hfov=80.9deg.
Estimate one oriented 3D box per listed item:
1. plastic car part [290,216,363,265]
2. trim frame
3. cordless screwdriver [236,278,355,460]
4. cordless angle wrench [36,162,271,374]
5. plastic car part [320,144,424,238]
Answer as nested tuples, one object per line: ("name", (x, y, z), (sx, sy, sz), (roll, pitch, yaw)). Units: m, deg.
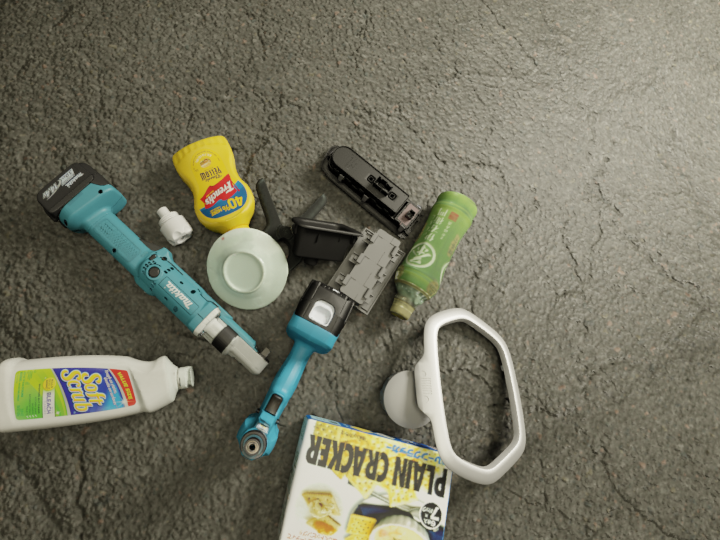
("plastic car part", (-0.065, -0.043, 0.670), (0.111, 0.070, 0.070), (2, 107, -36))
("trim frame", (0.164, 0.177, 0.630), (0.177, 0.028, 0.254), (8, 64, -22))
("cordless screwdriver", (-0.093, 0.135, 0.586), (0.075, 0.158, 0.249), (28, 74, -1))
("cordless angle wrench", (-0.303, 0.005, 0.638), (0.430, 0.073, 0.097), (41, 76, 8))
("plastic car part", (0.017, -0.143, 0.717), (0.206, 0.066, 0.066), (39, 83, 8))
